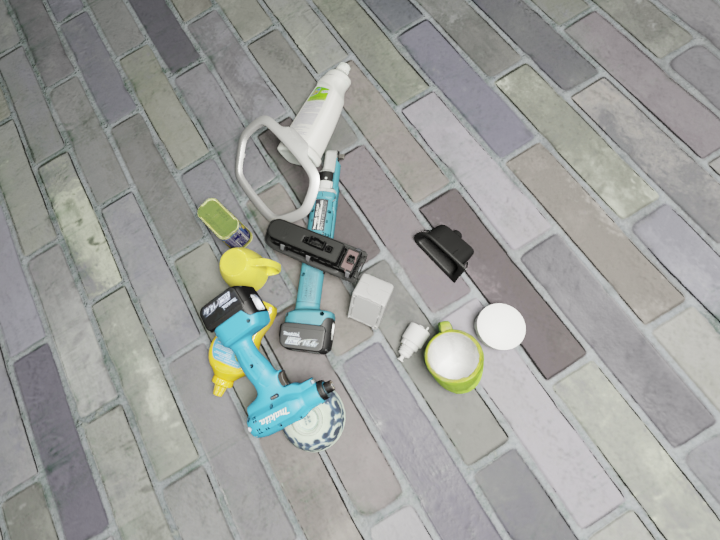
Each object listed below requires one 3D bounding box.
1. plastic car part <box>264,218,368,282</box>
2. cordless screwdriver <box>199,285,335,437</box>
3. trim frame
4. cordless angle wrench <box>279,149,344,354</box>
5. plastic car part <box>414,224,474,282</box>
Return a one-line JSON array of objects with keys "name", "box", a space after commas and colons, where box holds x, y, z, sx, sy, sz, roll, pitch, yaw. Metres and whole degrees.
[{"name": "plastic car part", "box": [-0.093, -0.046, 0.782, 0.210, 0.064, 0.066, 21, 81, 18]}, {"name": "cordless screwdriver", "box": [-0.161, 0.139, 0.726, 0.160, 0.072, 0.254, -31, 77, 10]}, {"name": "trim frame", "box": [-0.178, -0.207, 0.879, 0.258, 0.026, 0.185, 51, 120, 20]}, {"name": "cordless angle wrench", "box": [-0.083, -0.054, 0.844, 0.099, 0.072, 0.429, 4, 72, 8]}, {"name": "plastic car part", "box": [0.170, -0.047, 0.813, 0.070, 0.064, 0.121, -32, 69, -19]}]
